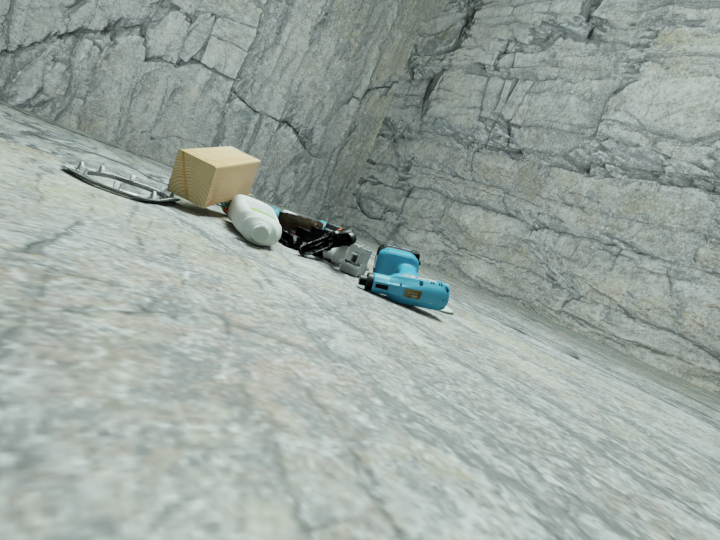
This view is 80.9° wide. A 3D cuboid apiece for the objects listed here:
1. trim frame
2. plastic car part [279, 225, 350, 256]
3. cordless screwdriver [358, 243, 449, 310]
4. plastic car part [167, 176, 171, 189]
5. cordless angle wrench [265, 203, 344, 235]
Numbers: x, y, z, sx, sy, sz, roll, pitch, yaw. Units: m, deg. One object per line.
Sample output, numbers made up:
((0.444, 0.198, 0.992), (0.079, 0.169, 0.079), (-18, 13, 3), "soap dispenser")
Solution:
((-0.438, -0.164, 0.804), (0.183, 0.027, 0.251), (22, 4, -6), "trim frame")
((-0.096, -0.063, 0.981), (0.192, 0.067, 0.070), (21, -2, -38), "plastic car part")
((0.065, 0.006, 0.845), (0.158, 0.074, 0.253), (11, 13, -7), "cordless screwdriver")
((-0.443, -0.210, 1.079), (0.119, 0.065, 0.070), (26, 21, 11), "plastic car part")
((-0.257, -0.158, 1.206), (0.431, 0.074, 0.096), (21, 5, 9), "cordless angle wrench")
